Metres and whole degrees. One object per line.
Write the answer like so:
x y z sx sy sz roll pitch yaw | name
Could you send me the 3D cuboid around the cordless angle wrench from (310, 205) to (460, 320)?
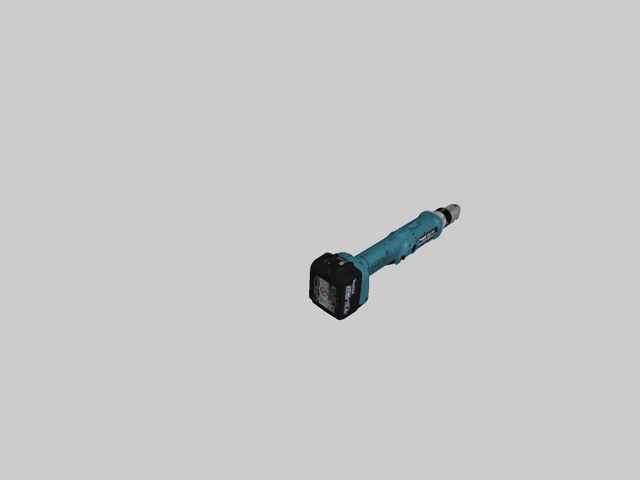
0.153 0.007 0.801 0.074 0.098 0.421 29 41 35 | cordless angle wrench
